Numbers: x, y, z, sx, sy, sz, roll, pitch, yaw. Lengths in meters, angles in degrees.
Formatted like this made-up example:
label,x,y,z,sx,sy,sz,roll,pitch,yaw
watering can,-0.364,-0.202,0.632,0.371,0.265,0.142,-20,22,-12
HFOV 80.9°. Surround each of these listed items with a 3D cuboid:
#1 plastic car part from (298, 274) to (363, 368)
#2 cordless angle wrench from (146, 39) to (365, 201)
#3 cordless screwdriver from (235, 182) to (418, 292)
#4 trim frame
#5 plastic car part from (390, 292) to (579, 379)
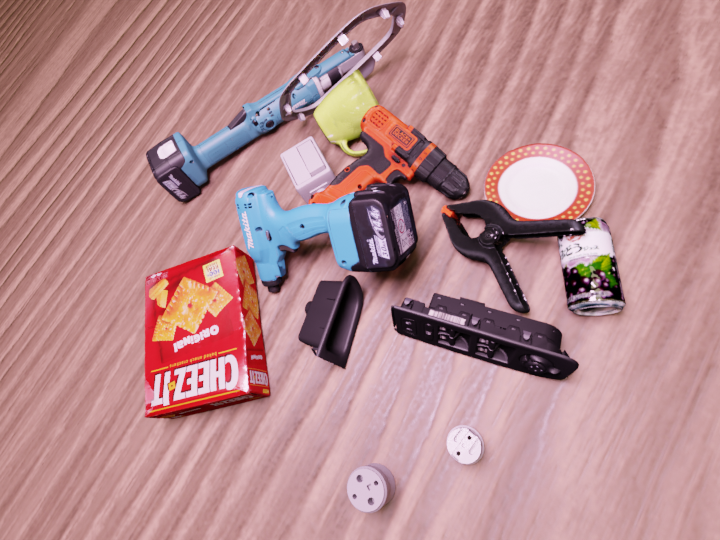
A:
label,x,y,z,sx,sy,sz,roll,pitch,yaw
plastic car part,-0.046,0.063,0.575,0.074,0.062,0.118,1,66,34
cordless angle wrench,-0.173,-0.274,0.747,0.423,0.094,0.078,-32,63,0
cordless screwdriver,-0.055,-0.036,0.558,0.260,0.073,0.155,4,113,33
trim frame,-0.030,-0.313,0.654,0.252,0.181,0.027,-36,92,23
plastic car part,0.142,0.072,0.501,0.212,0.064,0.067,18,50,26
